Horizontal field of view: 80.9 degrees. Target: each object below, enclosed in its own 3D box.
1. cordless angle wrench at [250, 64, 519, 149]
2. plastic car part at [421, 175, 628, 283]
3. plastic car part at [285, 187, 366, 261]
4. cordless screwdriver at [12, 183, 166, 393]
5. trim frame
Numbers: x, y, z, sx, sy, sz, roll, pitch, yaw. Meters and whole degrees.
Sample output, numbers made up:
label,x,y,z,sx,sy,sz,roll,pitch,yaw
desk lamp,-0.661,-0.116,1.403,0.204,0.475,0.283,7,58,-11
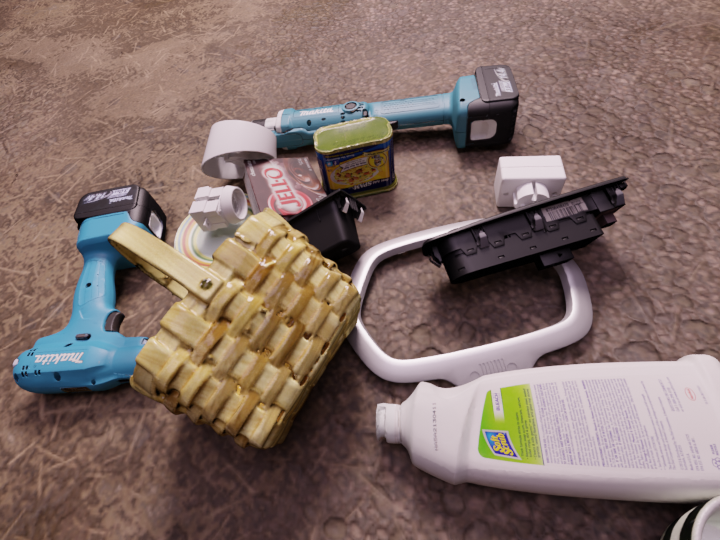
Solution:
label,x,y,z,sx,sy,sz,roll,pitch,yaw
cordless angle wrench,-0.009,-0.214,0.611,0.432,0.071,0.100,-2,53,13
plastic car part,0.161,-0.031,0.420,0.203,0.065,0.068,-13,78,0
plastic car part,-0.047,-0.031,0.481,0.119,0.062,0.073,-29,65,21
cordless screwdriver,-0.280,0.014,0.495,0.161,0.071,0.256,-7,56,6
trim frame,0.100,0.026,0.434,0.248,0.026,0.192,-14,51,-1
